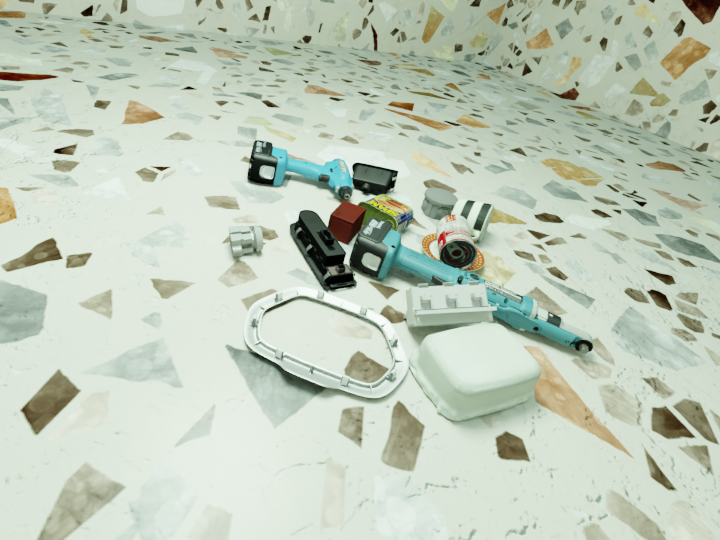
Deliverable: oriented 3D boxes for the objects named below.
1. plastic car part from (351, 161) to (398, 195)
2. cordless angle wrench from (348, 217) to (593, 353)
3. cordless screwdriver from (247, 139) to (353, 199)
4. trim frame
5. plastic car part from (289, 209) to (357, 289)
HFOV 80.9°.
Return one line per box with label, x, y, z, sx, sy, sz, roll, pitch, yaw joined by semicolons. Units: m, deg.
plastic car part;0.027;-0.218;1.047;0.118;0.064;0.072;14;50;7
cordless angle wrench;0.188;0.032;0.745;0.434;0.073;0.097;25;36;13
cordless screwdriver;-0.139;-0.229;0.997;0.243;0.073;0.166;7;36;-15
trim frame;-0.049;0.096;0.622;0.253;0.027;0.184;20;37;8
plastic car part;-0.077;-0.050;0.785;0.064;0.065;0.214;-14;41;-24
